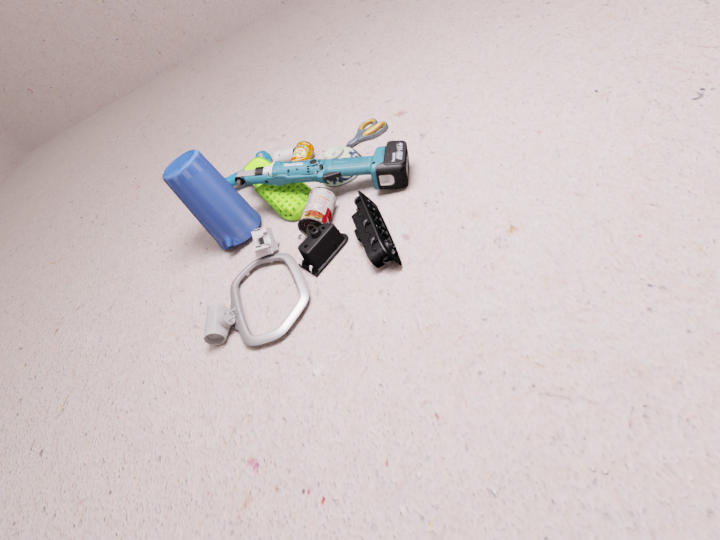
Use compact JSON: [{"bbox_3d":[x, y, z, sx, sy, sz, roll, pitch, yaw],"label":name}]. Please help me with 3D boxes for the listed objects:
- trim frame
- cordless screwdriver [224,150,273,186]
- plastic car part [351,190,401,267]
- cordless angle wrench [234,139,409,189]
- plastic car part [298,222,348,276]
[{"bbox_3d":[-0.201,0.054,0.899,0.184,0.026,0.262,-33,45,0],"label":"trim frame"},{"bbox_3d":[-0.361,-0.250,1.230,0.250,0.070,0.167,-26,44,3],"label":"cordless screwdriver"},{"bbox_3d":[0.023,-0.078,0.853,0.067,0.063,0.213,-36,42,11],"label":"plastic car part"},{"bbox_3d":[-0.103,-0.235,0.997,0.435,0.071,0.100,0,52,17],"label":"cordless angle wrench"},{"bbox_3d":[-0.088,-0.057,0.896,0.070,0.067,0.116,29,73,42],"label":"plastic car part"}]
